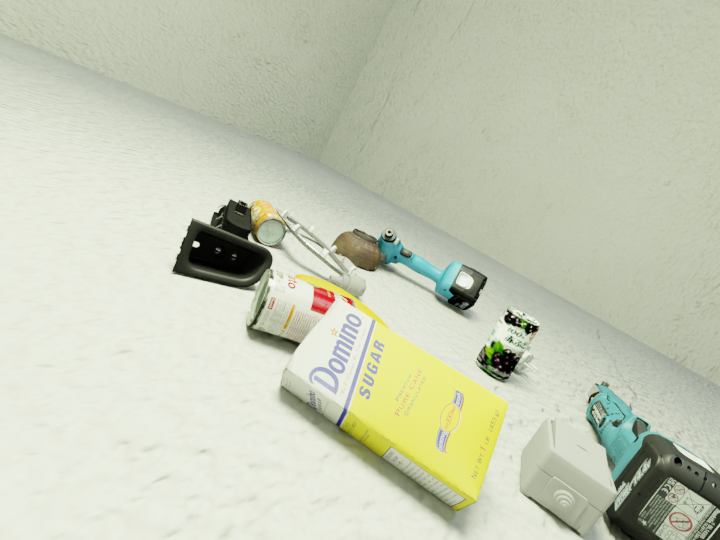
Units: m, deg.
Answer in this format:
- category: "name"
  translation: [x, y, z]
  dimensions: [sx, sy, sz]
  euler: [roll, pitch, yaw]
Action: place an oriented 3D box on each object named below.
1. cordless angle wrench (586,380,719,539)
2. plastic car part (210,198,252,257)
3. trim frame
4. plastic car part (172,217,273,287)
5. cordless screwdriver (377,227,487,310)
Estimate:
- category: "cordless angle wrench"
  translation: [0.355, 0.222, 0.571]
  dimensions: [0.077, 0.098, 0.408]
  euler: [32, 11, 17]
- category: "plastic car part"
  translation: [-0.200, -0.073, 0.676]
  dimensions: [0.064, 0.067, 0.211]
  euler: [31, 14, -24]
- category: "trim frame"
  translation: [-0.079, -0.052, 0.808]
  dimensions: [0.175, 0.027, 0.262]
  euler: [38, 3, -35]
- category: "plastic car part"
  translation: [-0.179, -0.021, 0.539]
  dimensions: [0.110, 0.066, 0.075]
  euler: [20, 1, -37]
- category: "cordless screwdriver"
  translation: [0.149, -0.012, 0.937]
  dimensions: [0.256, 0.074, 0.154]
  euler: [29, -14, 14]
